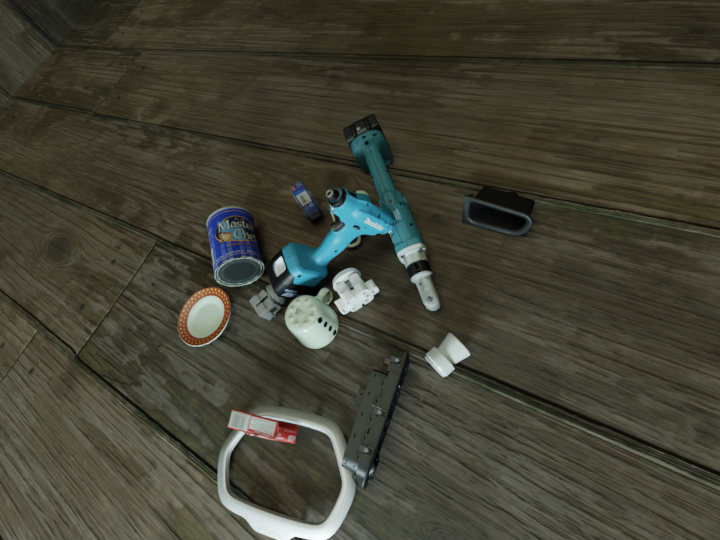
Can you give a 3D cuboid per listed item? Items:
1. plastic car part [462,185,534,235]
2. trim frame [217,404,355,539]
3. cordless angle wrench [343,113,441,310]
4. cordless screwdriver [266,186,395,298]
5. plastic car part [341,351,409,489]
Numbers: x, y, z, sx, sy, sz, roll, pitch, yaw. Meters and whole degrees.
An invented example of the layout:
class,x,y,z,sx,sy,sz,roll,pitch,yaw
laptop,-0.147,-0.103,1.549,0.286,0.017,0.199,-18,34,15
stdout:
class,x,y,z,sx,sy,sz,roll,pitch,yaw
plastic car part,0.246,-0.111,0.737,0.122,0.063,0.071,19,58,27
trim frame,-0.124,0.319,0.677,0.258,0.026,0.187,2,63,23
cordless angle wrench,0.064,-0.120,0.802,0.075,0.093,0.439,-25,59,12
cordless screwdriver,-0.073,-0.048,0.747,0.252,0.150,0.077,-38,57,26
plastic car part,0.021,0.218,0.636,0.068,0.064,0.205,15,71,8
